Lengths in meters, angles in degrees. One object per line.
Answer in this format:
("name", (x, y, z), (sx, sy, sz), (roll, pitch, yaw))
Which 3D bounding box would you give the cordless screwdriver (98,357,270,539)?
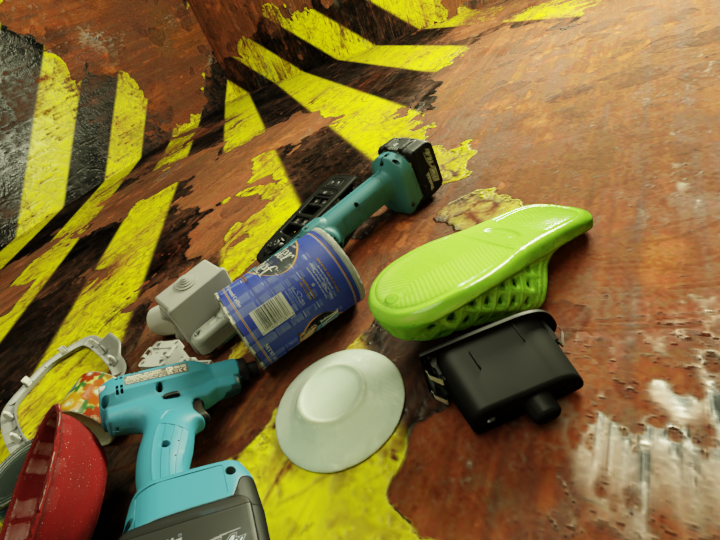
("cordless screwdriver", (-0.133, 0.158, 0.360), (0.154, 0.073, 0.262), (-10, 25, -27))

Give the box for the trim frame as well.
("trim frame", (-0.437, 0.167, 0.623), (0.262, 0.026, 0.182), (9, 45, 46))

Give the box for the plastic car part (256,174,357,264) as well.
("plastic car part", (-0.081, -0.069, 0.664), (0.070, 0.064, 0.201), (23, 60, 43))

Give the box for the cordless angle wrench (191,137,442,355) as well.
("cordless angle wrench", (-0.058, -0.038, 0.589), (0.419, 0.093, 0.079), (-41, 37, -17))

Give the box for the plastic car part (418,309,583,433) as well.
("plastic car part", (0.114, 0.083, 0.322), (0.117, 0.063, 0.074), (-21, 46, 2))
